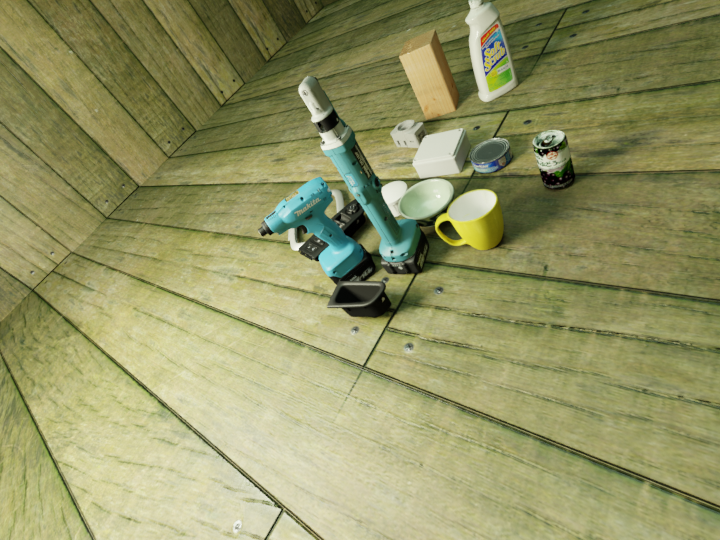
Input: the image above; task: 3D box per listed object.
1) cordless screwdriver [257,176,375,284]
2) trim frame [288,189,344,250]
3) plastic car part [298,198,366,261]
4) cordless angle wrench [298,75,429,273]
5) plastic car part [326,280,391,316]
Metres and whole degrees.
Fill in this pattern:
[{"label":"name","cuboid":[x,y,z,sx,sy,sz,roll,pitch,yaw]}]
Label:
[{"label":"cordless screwdriver","cuboid":[-0.084,-0.055,0.864,0.159,0.236,0.078,-35,36,1]},{"label":"trim frame","cuboid":[-0.125,-0.142,1.157,0.187,0.026,0.258,-26,39,14]},{"label":"plastic car part","cuboid":[-0.052,-0.091,1.016,0.202,0.064,0.070,-49,39,-15]},{"label":"cordless angle wrench","cuboid":[0.008,-0.154,0.759,0.078,0.402,0.099,-5,46,35]},{"label":"plastic car part","cuboid":[0.007,0.062,0.810,0.122,0.067,0.066,-2,49,37]}]
